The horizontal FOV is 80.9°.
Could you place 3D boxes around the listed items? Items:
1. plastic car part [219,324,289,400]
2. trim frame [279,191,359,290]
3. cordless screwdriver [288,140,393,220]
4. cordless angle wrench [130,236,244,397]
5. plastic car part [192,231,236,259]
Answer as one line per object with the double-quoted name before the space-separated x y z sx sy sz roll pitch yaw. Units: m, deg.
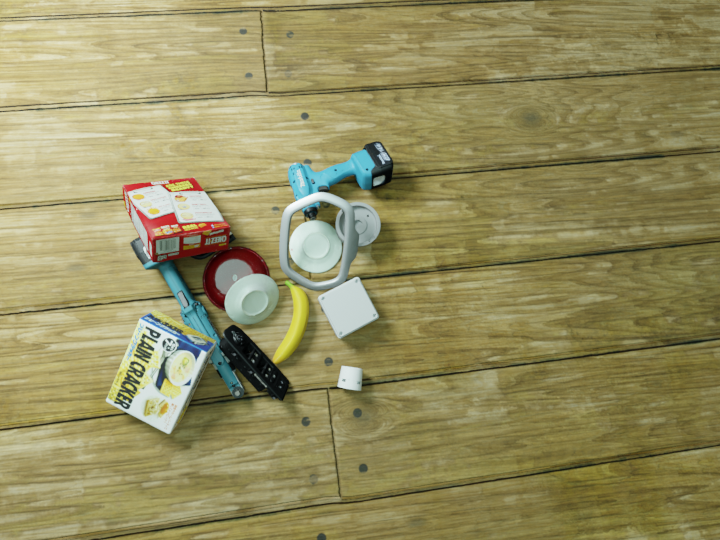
"plastic car part" -0.246 0.208 0.951 0.068 0.066 0.198 -29 104 28
"trim frame" -0.096 -0.063 0.984 0.184 0.028 0.244 6 112 0
"cordless screwdriver" -0.042 -0.215 1.026 0.247 0.072 0.165 -17 62 -5
"cordless angle wrench" -0.379 0.102 0.964 0.074 0.098 0.424 -31 88 -11
"plastic car part" -0.364 -0.074 0.998 0.115 0.071 0.067 -37 85 -13
